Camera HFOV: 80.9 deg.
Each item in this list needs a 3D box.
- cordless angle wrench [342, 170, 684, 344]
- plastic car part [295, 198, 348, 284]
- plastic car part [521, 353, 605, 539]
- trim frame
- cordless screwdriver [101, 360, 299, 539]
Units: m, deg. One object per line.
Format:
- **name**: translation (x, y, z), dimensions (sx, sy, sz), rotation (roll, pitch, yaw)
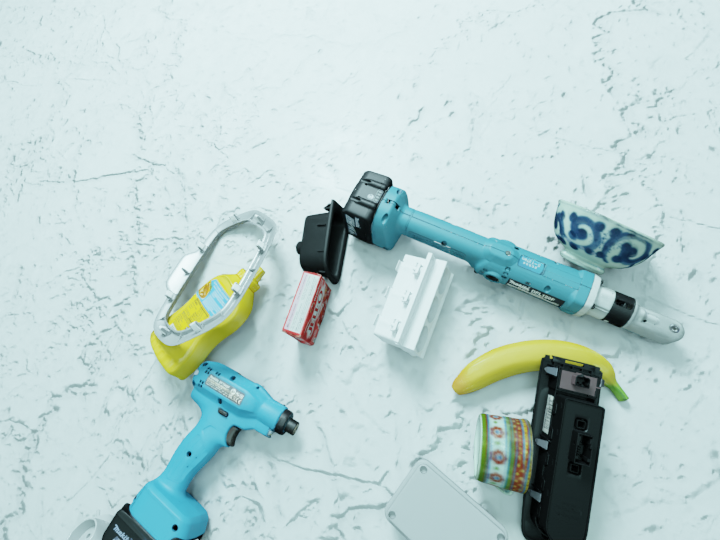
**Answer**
- **cordless angle wrench**: translation (0.180, -0.012, 0.553), dimensions (0.437, 0.094, 0.074), rotation (25, 73, 17)
- **plastic car part**: translation (-0.063, -0.041, 0.640), dimensions (0.074, 0.062, 0.118), rotation (3, 72, 28)
- **plastic car part**: translation (0.225, 0.202, 0.456), dimensions (0.066, 0.067, 0.203), rotation (13, 86, -1)
- **trim frame**: translation (-0.217, -0.001, 0.625), dimensions (0.192, 0.026, 0.251), rotation (-4, 52, 36)
- **cordless screwdriver**: translation (-0.196, 0.260, 0.542), dimensions (0.165, 0.071, 0.249), rotation (21, 71, 19)
